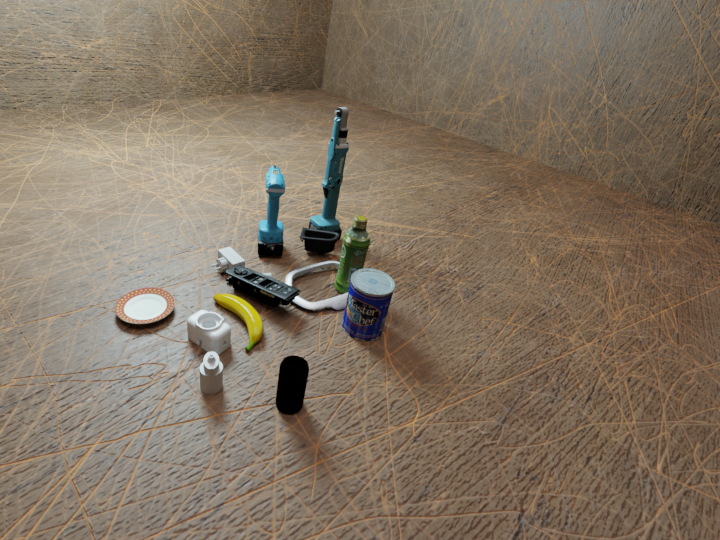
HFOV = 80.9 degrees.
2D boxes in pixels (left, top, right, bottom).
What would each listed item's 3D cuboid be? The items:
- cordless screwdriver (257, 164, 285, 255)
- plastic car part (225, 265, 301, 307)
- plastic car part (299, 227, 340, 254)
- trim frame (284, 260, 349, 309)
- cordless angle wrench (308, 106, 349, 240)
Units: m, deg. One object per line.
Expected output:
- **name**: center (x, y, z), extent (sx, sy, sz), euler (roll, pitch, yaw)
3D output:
- **cordless screwdriver**: center (-0.258, -0.176, 1.234), extent (0.073, 0.244, 0.166), euler (3, 33, -14)
- **plastic car part**: center (-0.251, 0.043, 1.063), extent (0.211, 0.065, 0.065), euler (24, 35, 22)
- **plastic car part**: center (-0.125, -0.082, 1.282), extent (0.117, 0.069, 0.067), euler (10, 32, 1)
- **trim frame**: center (-0.090, 0.039, 1.144), extent (0.240, 0.027, 0.195), euler (-16, 40, -33)
- **cordless angle wrench**: center (-0.083, -0.277, 1.273), extent (0.094, 0.414, 0.079), euler (-15, 41, -37)
